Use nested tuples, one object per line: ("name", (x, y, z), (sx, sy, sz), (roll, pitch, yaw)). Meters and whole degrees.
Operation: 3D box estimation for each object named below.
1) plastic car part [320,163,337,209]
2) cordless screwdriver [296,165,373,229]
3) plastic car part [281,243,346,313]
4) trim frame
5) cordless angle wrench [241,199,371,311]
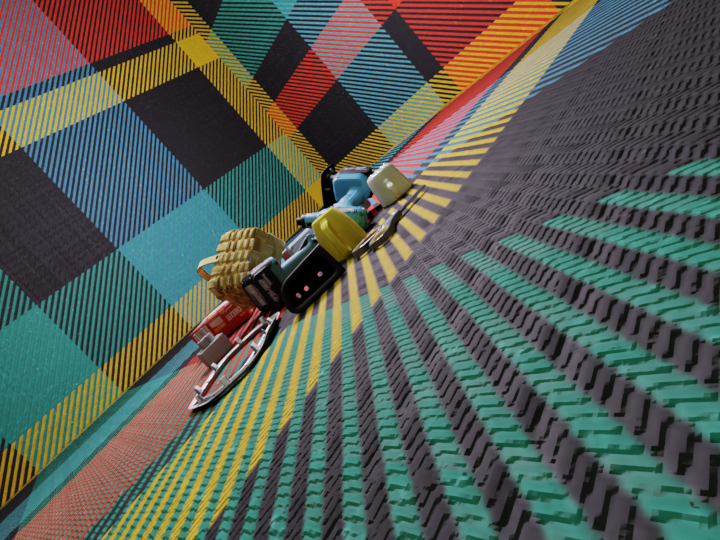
("plastic car part", (-0.068, -0.191, 1.170), (0.065, 0.196, 0.071), (-30, 36, -31))
("cordless screwdriver", (-0.051, -0.169, 1.017), (0.163, 0.072, 0.252), (-2, 34, 13))
("plastic car part", (-0.089, 0.022, 0.736), (0.116, 0.067, 0.070), (-46, -5, -8))
("trim frame", (-0.215, 0.149, 0.739), (0.186, 0.027, 0.249), (-37, 11, 15))
("cordless angle wrench", (-0.098, -0.064, 1.006), (0.417, 0.097, 0.076), (-45, 10, -36))
